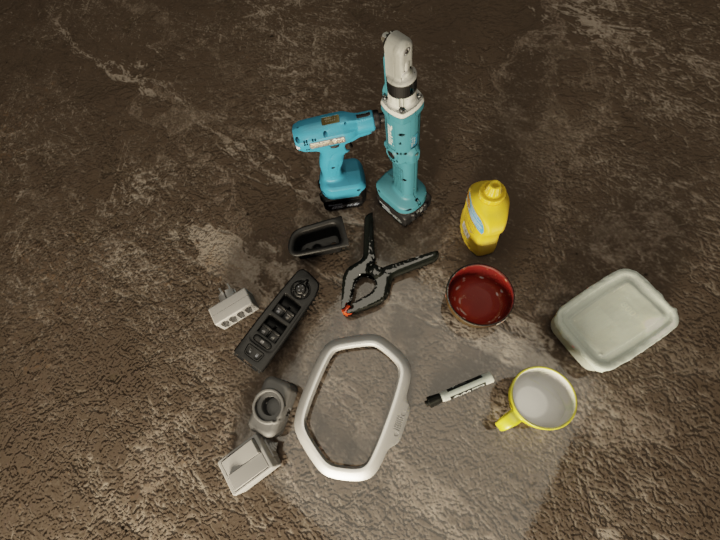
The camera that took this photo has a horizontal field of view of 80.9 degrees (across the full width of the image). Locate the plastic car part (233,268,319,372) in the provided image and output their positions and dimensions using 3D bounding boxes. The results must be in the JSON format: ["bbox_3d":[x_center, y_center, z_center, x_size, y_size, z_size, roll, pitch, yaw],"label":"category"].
[{"bbox_3d":[-0.146,0.093,0.797,0.069,0.065,0.203,30,77,18],"label":"plastic car part"}]

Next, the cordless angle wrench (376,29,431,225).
[{"bbox_3d":[0.068,-0.205,0.687,0.074,0.408,0.102,-41,71,-8],"label":"cordless angle wrench"}]

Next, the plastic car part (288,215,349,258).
[{"bbox_3d":[-0.082,-0.054,0.842,0.117,0.068,0.068,-15,68,4],"label":"plastic car part"}]

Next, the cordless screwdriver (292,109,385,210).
[{"bbox_3d":[-0.024,-0.208,0.799,0.161,0.240,0.076,-9,69,4],"label":"cordless screwdriver"}]

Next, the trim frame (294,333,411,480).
[{"bbox_3d":[-0.011,0.230,0.736,0.190,0.026,0.250,17,73,17],"label":"trim frame"}]
